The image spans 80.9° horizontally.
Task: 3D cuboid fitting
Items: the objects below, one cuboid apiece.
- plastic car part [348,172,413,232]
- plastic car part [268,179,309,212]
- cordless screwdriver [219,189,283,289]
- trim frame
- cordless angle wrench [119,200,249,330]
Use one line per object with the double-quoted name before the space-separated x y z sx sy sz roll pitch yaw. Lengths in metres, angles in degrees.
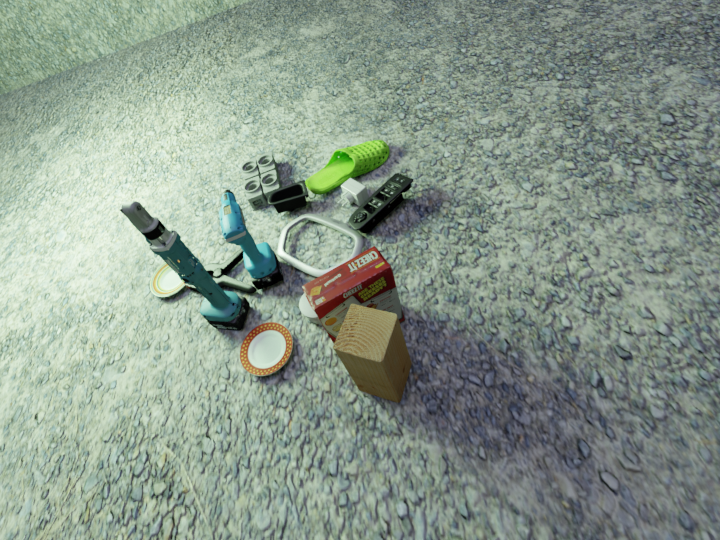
"plastic car part" 0.051 -0.169 1.104 0.201 0.064 0.070 -41 53 -13
"plastic car part" -0.201 -0.201 1.214 0.117 0.067 0.069 -19 51 4
"cordless screwdriver" -0.274 -0.074 1.035 0.074 0.237 0.167 -22 51 -1
"trim frame" -0.109 -0.071 1.112 0.262 0.026 0.183 23 65 32
"cordless angle wrench" -0.365 0.000 0.904 0.101 0.403 0.076 2 55 17
